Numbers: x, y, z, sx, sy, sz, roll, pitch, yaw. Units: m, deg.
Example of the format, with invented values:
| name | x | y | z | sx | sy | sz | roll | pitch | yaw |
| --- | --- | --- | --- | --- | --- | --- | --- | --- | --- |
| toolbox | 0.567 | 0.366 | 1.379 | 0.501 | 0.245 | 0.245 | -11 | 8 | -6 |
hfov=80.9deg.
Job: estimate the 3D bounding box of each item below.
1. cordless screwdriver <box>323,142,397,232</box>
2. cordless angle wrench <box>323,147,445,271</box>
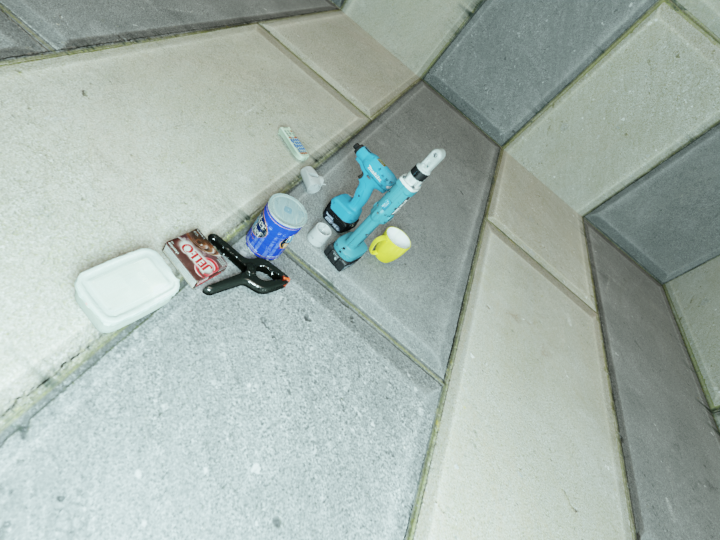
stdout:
| name | x | y | z | sx | sy | sz | roll | pitch | yaw |
| --- | --- | --- | --- | --- | --- | --- | --- | --- | --- |
| cordless screwdriver | -0.020 | -0.232 | 1.214 | 0.163 | 0.251 | 0.072 | 53 | 39 | 10 |
| cordless angle wrench | 0.057 | -0.148 | 1.057 | 0.076 | 0.427 | 0.095 | 53 | 39 | 9 |
